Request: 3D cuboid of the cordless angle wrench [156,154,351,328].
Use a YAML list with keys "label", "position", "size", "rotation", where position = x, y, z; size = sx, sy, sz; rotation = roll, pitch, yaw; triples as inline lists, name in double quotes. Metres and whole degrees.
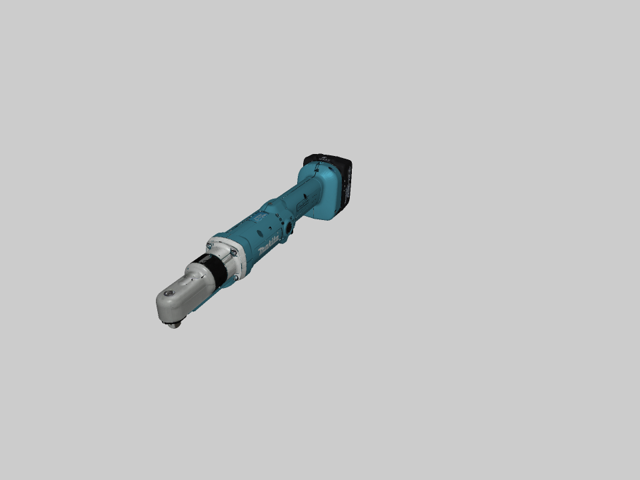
- label: "cordless angle wrench"
  position: [-0.065, -0.020, 0.575]
  size: [0.074, 0.098, 0.421]
  rotation: [14, 30, 20]
